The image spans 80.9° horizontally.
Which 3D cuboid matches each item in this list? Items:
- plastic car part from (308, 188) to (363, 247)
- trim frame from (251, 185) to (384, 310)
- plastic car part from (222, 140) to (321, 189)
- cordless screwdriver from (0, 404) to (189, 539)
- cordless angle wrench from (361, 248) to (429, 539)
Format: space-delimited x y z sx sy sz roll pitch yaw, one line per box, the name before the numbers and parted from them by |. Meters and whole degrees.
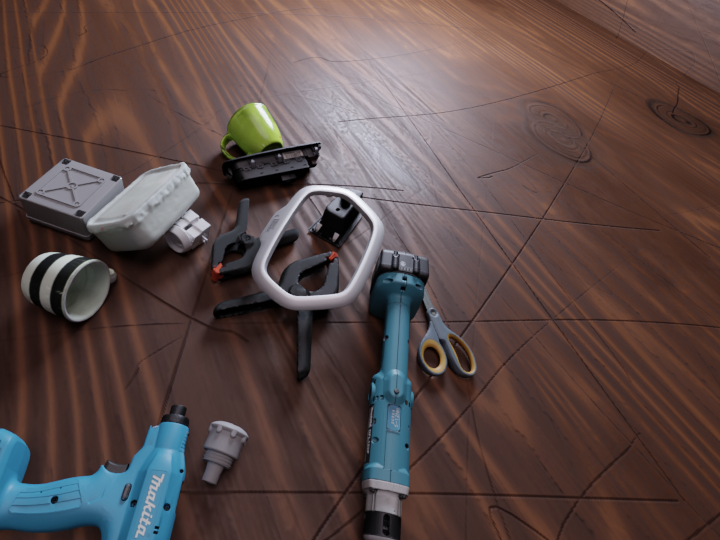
plastic car part | -0.033 -0.110 0.764 0.067 0.070 0.116 30 53 9
trim frame | -0.065 -0.042 0.664 0.187 0.027 0.250 20 58 6
plastic car part | -0.167 -0.197 0.819 0.197 0.067 0.068 -14 82 -25
cordless screwdriver | -0.309 0.206 0.436 0.245 0.073 0.164 11 49 -9
cordless angle wrench | 0.038 0.161 0.542 0.074 0.096 0.432 11 52 -3
